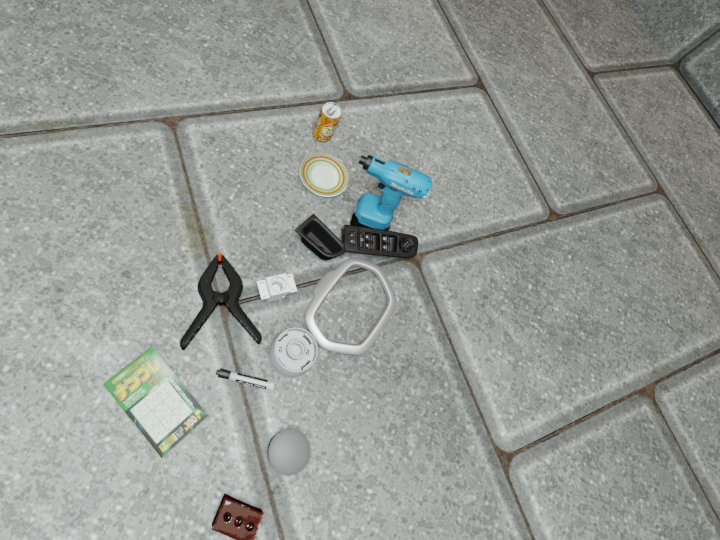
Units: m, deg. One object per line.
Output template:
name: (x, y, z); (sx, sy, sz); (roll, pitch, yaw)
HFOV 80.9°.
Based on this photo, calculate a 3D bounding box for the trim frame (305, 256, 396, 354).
trim frame: (-0.020, 0.078, 0.977); (0.185, 0.027, 0.247); (36, 63, 1)

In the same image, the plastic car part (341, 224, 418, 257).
plastic car part: (0.044, -0.061, 1.032); (0.198, 0.067, 0.068); (4, 69, -14)

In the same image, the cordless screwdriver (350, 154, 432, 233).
cordless screwdriver: (0.037, -0.170, 0.974); (0.157, 0.250, 0.075); (24, 65, -9)

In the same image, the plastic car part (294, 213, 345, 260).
plastic car part: (-0.097, -0.063, 0.991); (0.118, 0.071, 0.065); (45, 63, 4)
